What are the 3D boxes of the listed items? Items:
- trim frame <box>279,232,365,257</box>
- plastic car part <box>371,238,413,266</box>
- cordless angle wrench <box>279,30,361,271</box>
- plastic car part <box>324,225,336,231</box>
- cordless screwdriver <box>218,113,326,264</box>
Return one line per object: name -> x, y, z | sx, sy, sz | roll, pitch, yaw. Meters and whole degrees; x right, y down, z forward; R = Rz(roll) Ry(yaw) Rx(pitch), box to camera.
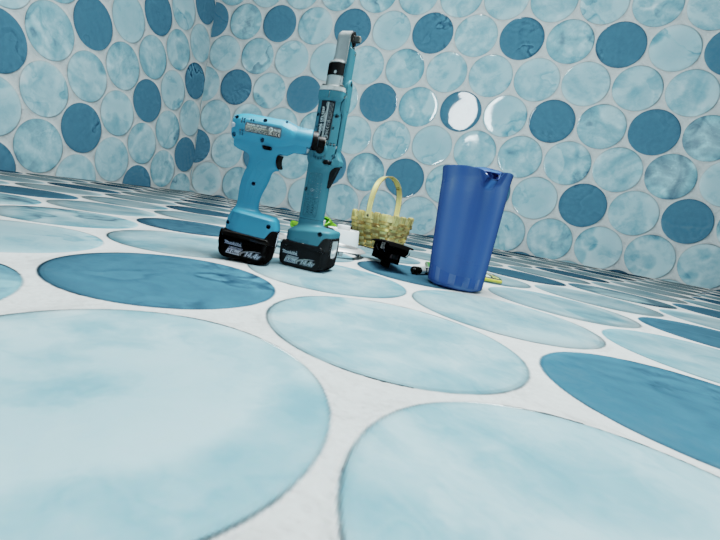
trim frame -> -0.105, -0.064, 1.056 | 0.242, 0.027, 0.190 | 7, 9, -17
plastic car part -> 0.064, -0.044, 0.991 | 0.065, 0.066, 0.206 | 9, 8, -9
cordless angle wrench -> -0.062, -0.212, 0.761 | 0.101, 0.421, 0.072 | 13, 6, 18
plastic car part -> -0.087, -0.057, 0.890 | 0.065, 0.070, 0.118 | 9, 8, -9
cordless screwdriver -> -0.155, -0.135, 0.729 | 0.159, 0.247, 0.075 | 10, 6, -2
